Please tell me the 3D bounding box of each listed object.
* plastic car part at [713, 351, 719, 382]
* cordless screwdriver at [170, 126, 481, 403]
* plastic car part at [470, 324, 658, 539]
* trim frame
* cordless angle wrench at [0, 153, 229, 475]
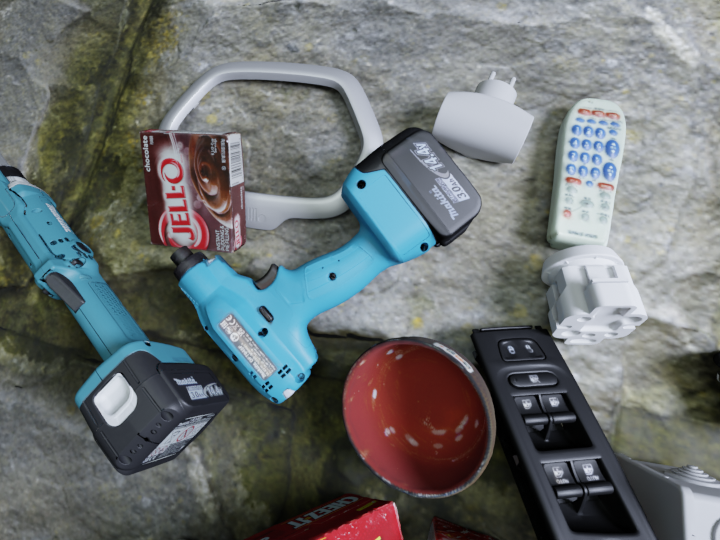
[{"bbox_3d":[0.316,0.096,0.294,0.119,0.065,0.071,-4,92,12],"label":"plastic car part"},{"bbox_3d":[-0.036,-0.023,0.366,0.249,0.074,0.160,-42,87,2],"label":"cordless screwdriver"},{"bbox_3d":[0.131,0.137,0.288,0.065,0.066,0.211,3,42,-16],"label":"plastic car part"},{"bbox_3d":[-0.101,-0.135,0.441,0.253,0.027,0.186,9,78,11],"label":"trim frame"},{"bbox_3d":[-0.296,-0.003,0.422,0.439,0.094,0.074,42,87,20],"label":"cordless angle wrench"}]
